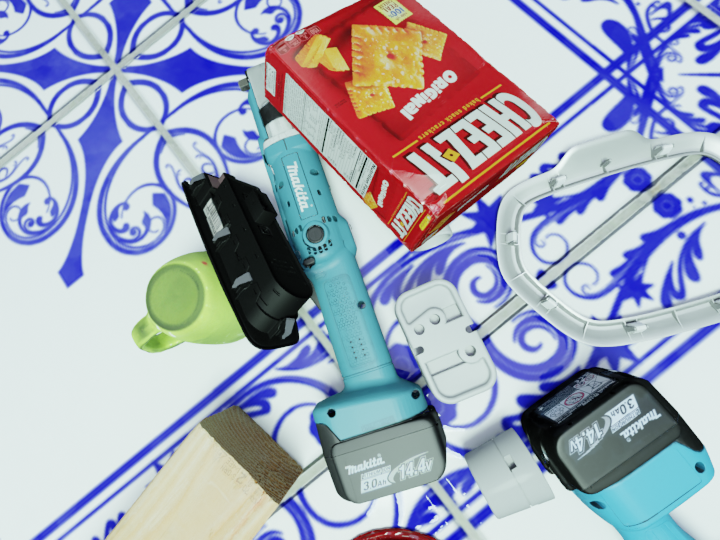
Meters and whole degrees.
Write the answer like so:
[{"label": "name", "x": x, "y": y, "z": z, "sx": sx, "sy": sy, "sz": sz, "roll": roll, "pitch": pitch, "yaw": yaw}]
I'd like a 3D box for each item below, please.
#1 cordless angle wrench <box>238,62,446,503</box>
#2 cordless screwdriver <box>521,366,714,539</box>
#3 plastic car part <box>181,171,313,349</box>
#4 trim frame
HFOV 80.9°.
[{"label": "cordless angle wrench", "x": -0.039, "y": -0.026, "z": 0.403, "sx": 0.098, "sy": 0.072, "sz": 0.433, "roll": -21, "pitch": 74, "yaw": 4}, {"label": "cordless screwdriver", "x": 0.254, "y": 0.190, "z": 0.312, "sx": 0.159, "sy": 0.073, "sz": 0.253, "roll": -32, "pitch": 80, "yaw": 1}, {"label": "plastic car part", "x": -0.094, "y": -0.024, "z": 0.370, "sx": 0.068, "sy": 0.062, "sz": 0.213, "roll": -42, "pitch": 54, "yaw": 18}, {"label": "trim frame", "x": 0.250, "y": -0.035, "z": 0.380, "sx": 0.251, "sy": 0.027, "sz": 0.188, "roll": -17, "pitch": 76, "yaw": 7}]
